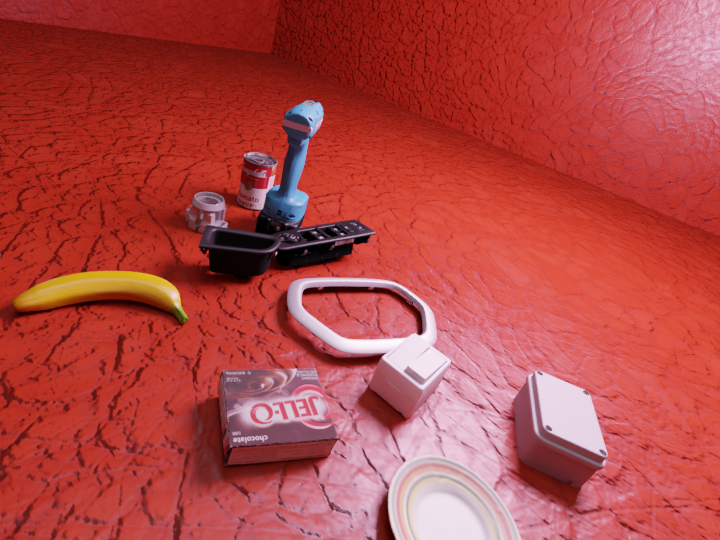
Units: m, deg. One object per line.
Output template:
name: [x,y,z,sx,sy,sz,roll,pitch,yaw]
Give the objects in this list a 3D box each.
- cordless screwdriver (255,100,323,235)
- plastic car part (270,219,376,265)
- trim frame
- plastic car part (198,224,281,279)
cordless screwdriver: [-0.119,-0.182,0.768,0.074,0.245,0.161,18,30,-3]
plastic car part: [-0.073,-0.048,0.747,0.195,0.066,0.070,-9,39,-36]
trim frame: [0.006,0.060,0.646,0.239,0.027,0.194,-1,35,-27]
plastic car part: [-0.185,-0.020,0.646,0.114,0.070,0.068,10,31,-11]
